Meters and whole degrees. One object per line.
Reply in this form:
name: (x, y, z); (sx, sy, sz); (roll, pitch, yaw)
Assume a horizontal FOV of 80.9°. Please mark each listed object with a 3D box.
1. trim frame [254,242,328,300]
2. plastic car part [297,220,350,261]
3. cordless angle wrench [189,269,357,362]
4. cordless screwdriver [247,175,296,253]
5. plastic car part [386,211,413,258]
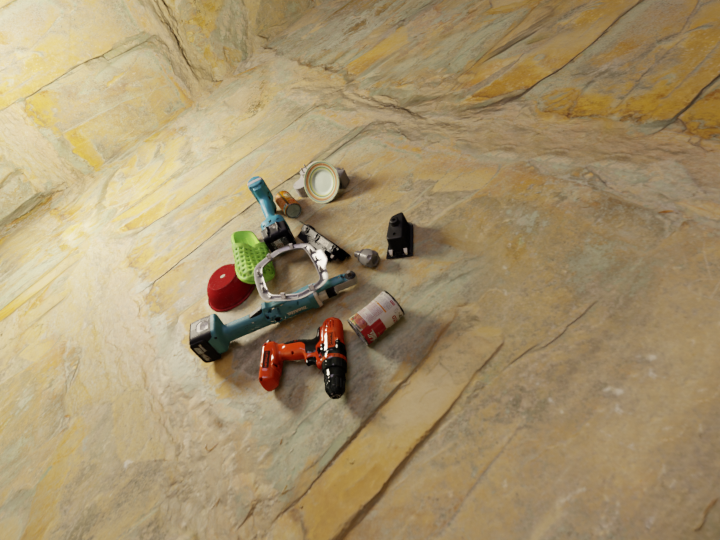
trim frame: (-0.172, -0.003, 1.040); (0.183, 0.026, 0.260); (-22, 32, -8)
plastic car part: (-0.112, -0.073, 1.140); (0.067, 0.062, 0.215); (-58, 44, 9)
cordless angle wrench: (-0.204, 0.098, 1.016); (0.425, 0.093, 0.078); (-23, 42, 4)
cordless screwdriver: (-0.261, -0.153, 1.265); (0.074, 0.152, 0.260); (-26, 57, 0)
plastic car part: (0.091, -0.094, 1.029); (0.068, 0.067, 0.119); (-8, 49, 22)
